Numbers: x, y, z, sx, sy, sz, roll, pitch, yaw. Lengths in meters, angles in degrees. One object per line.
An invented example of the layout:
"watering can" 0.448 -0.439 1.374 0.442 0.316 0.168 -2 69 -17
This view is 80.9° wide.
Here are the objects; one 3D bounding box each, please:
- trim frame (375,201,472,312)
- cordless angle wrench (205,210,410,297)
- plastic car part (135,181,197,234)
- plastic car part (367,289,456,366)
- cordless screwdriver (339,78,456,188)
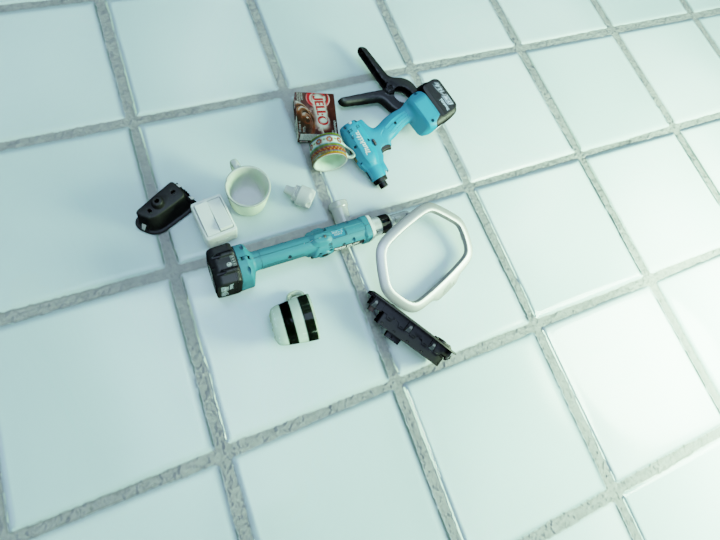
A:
"trim frame" 0.131 -0.028 0.859 0.245 0.028 0.182 -41 98 -22
"cordless angle wrench" -0.080 -0.052 0.820 0.413 0.098 0.076 -18 76 -19
"plastic car part" -0.372 -0.122 0.797 0.067 0.071 0.115 42 67 3
"plastic car part" 0.091 0.117 0.809 0.203 0.066 0.067 33 79 1
"cordless screwdriver" 0.094 -0.299 0.930 0.247 0.075 0.159 -32 91 -8
